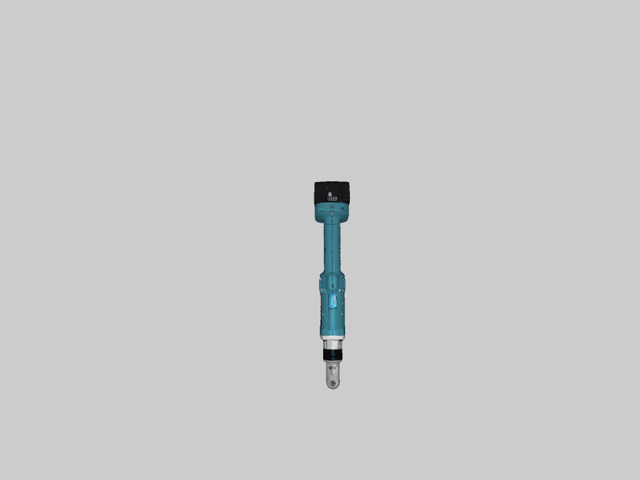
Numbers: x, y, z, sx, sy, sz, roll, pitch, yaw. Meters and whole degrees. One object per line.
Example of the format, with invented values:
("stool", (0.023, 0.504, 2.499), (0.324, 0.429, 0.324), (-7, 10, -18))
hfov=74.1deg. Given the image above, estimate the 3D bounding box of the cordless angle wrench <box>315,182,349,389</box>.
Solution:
("cordless angle wrench", (0.025, 0.092, 0.885), (0.074, 0.422, 0.098), (0, -7, 0))
